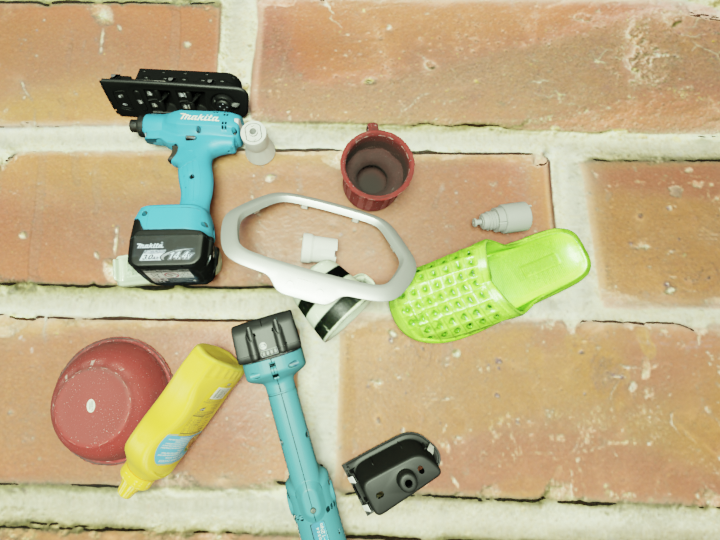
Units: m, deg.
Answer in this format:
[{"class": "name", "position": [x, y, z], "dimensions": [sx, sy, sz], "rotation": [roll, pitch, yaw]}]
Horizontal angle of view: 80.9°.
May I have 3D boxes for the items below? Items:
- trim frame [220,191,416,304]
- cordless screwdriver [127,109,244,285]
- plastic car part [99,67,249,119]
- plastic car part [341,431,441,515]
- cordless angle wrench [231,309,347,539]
[{"class": "trim frame", "position": [-0.052, -0.034, 0.530], "dimensions": [0.249, 0.027, 0.187], "rotation": [15, 40, 0]}, {"class": "cordless screwdriver", "position": [-0.248, -0.108, 0.557], "dimensions": [0.159, 0.073, 0.254], "rotation": [2, 67, 0]}, {"class": "plastic car part", "position": [-0.257, -0.256, 0.611], "dimensions": [0.204, 0.064, 0.068], "rotation": [7, 55, 3]}, {"class": "plastic car part", "position": [0.044, 0.244, 0.502], "dimensions": [0.116, 0.070, 0.067], "rotation": [-29, 85, -2]}, {"class": "cordless angle wrench", "position": [-0.058, 0.260, 0.493], "dimensions": [0.074, 0.098, 0.427], "rotation": [-16, 83, -8]}]
